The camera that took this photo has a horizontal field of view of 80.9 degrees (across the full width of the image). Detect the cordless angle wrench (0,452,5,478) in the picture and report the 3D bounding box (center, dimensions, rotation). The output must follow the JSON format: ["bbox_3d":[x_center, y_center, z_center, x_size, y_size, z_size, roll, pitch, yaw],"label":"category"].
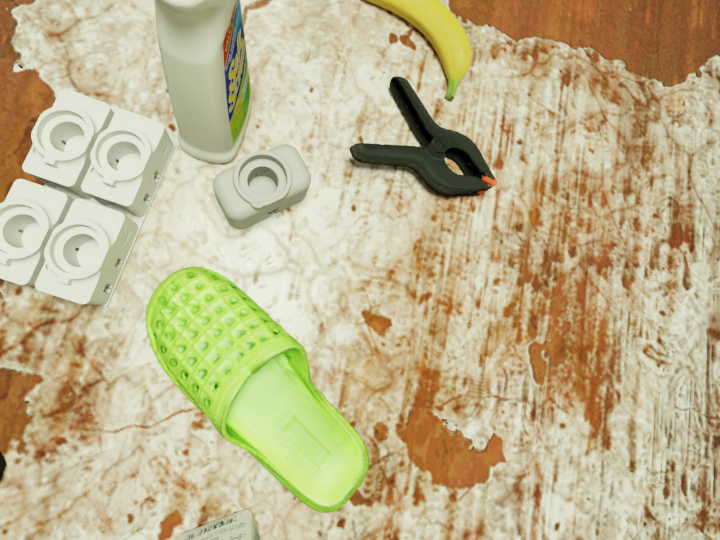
[{"bbox_3d":[-0.327,0.148,0.181,0.074,0.427,0.098,-36,93,-14],"label":"cordless angle wrench"}]
